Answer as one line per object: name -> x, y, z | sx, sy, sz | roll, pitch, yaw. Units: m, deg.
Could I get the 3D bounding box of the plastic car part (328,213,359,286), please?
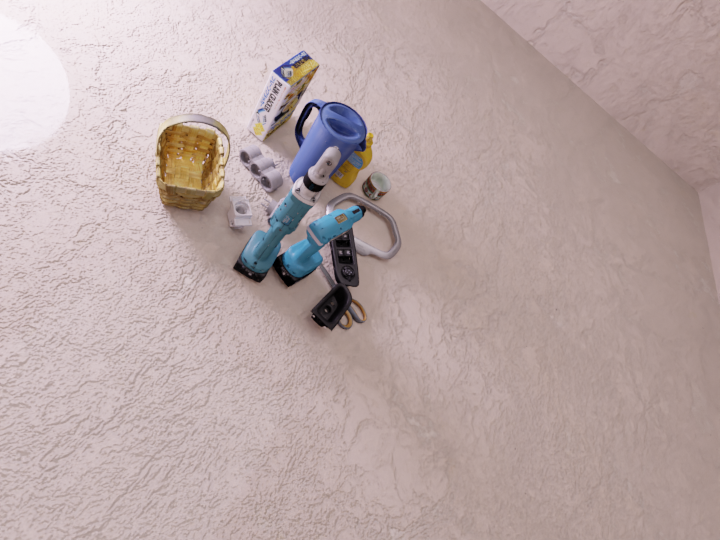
plastic car part -> -0.052, -0.047, 1.099 | 0.063, 0.068, 0.209 | 4, 61, -30

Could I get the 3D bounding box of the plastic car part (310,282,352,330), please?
plastic car part -> -0.073, 0.090, 1.003 | 0.066, 0.072, 0.115 | 44, 50, -3

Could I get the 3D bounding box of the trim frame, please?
trim frame -> 0.012, -0.128, 1.209 | 0.243, 0.028, 0.187 | 28, 52, -13

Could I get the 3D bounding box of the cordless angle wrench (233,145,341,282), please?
cordless angle wrench -> -0.149, -0.102, 0.843 | 0.072, 0.429, 0.099 | 32, 53, -15

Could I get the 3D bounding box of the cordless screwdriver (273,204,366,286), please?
cordless screwdriver -> -0.094, -0.062, 0.965 | 0.155, 0.252, 0.075 | -33, 86, -40
